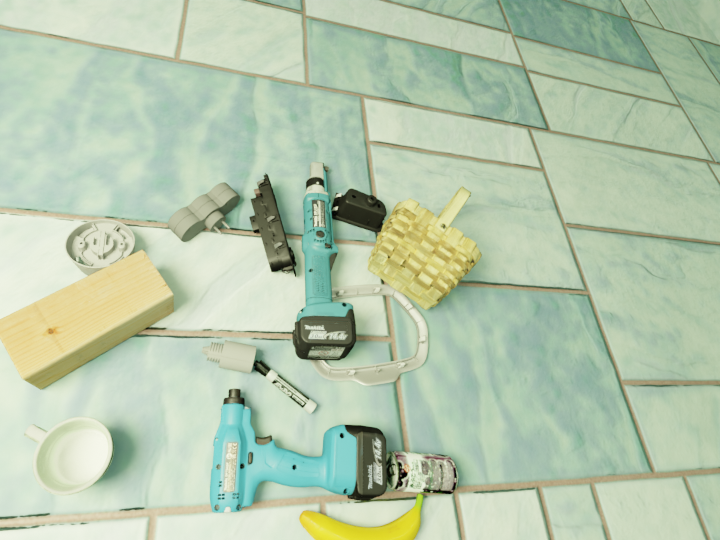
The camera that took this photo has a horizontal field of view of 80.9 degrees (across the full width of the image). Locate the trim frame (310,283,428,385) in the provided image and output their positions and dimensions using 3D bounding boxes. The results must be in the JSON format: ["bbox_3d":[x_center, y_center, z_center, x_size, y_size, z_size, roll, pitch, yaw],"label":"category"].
[{"bbox_3d":[0.013,0.111,0.763,0.241,0.027,0.190,-2,65,-21],"label":"trim frame"}]

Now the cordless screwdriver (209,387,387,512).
[{"bbox_3d":[-0.090,0.258,0.625,0.244,0.074,0.164,3,62,-12],"label":"cordless screwdriver"}]

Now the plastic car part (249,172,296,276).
[{"bbox_3d":[-0.167,-0.079,0.787,0.066,0.065,0.209,-18,69,-15],"label":"plastic car part"}]

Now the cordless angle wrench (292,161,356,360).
[{"bbox_3d":[-0.077,-0.050,0.785,0.096,0.073,0.437,2,55,-12],"label":"cordless angle wrench"}]

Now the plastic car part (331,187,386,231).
[{"bbox_3d":[0.005,-0.130,0.864,0.115,0.070,0.067,18,60,-6],"label":"plastic car part"}]
